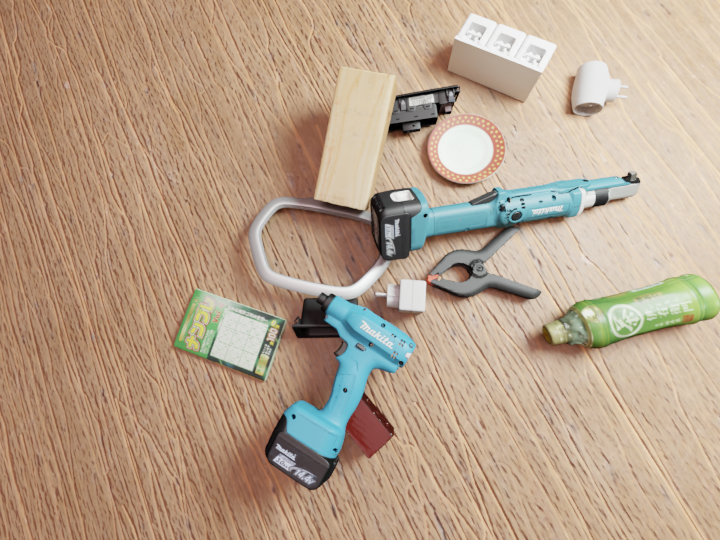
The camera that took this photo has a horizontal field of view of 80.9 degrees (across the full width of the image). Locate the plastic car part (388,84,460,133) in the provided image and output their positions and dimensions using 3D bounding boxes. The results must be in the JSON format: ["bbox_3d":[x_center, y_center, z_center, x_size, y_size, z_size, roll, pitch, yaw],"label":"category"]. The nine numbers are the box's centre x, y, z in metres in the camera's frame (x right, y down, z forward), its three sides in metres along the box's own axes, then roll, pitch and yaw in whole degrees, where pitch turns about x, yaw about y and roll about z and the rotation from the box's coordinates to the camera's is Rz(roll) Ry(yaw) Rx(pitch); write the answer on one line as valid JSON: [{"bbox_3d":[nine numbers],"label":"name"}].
[{"bbox_3d":[0.069,-0.276,0.748,0.206,0.066,0.067,-2,95,8],"label":"plastic car part"}]

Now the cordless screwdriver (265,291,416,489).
[{"bbox_3d":[-0.050,0.164,0.614,0.164,0.072,0.248,32,83,14],"label":"cordless screwdriver"}]

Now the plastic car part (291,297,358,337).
[{"bbox_3d":[-0.051,0.071,0.697,0.117,0.064,0.073,-5,64,3],"label":"plastic car part"}]

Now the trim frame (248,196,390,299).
[{"bbox_3d":[-0.071,-0.046,0.721,0.252,0.027,0.186,10,70,8],"label":"trim frame"}]

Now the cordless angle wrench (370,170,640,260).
[{"bbox_3d":[0.231,-0.100,0.665,0.421,0.094,0.077,-9,36,-2],"label":"cordless angle wrench"}]
